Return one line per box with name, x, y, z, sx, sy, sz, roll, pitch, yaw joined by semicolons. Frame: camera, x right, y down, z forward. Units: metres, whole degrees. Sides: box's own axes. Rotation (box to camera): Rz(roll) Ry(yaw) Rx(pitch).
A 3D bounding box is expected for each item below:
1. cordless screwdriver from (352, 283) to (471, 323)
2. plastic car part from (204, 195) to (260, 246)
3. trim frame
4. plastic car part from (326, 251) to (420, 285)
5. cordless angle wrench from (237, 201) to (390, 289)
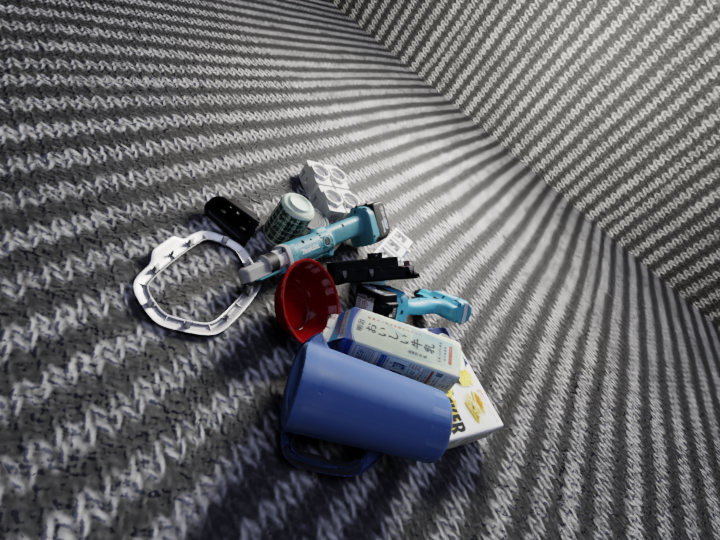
cordless screwdriver;0.096;0.069;0.916;0.238;0.074;0.167;3;11;-30
plastic car part;-0.255;-0.114;0.875;0.118;0.066;0.070;38;21;7
trim frame;-0.276;0.011;0.742;0.184;0.027;0.248;34;38;-1
plastic car part;0.014;-0.002;0.872;0.204;0.066;0.067;-8;10;2
cordless angle wrench;-0.087;-0.057;0.890;0.410;0.078;0.096;-28;106;-46
